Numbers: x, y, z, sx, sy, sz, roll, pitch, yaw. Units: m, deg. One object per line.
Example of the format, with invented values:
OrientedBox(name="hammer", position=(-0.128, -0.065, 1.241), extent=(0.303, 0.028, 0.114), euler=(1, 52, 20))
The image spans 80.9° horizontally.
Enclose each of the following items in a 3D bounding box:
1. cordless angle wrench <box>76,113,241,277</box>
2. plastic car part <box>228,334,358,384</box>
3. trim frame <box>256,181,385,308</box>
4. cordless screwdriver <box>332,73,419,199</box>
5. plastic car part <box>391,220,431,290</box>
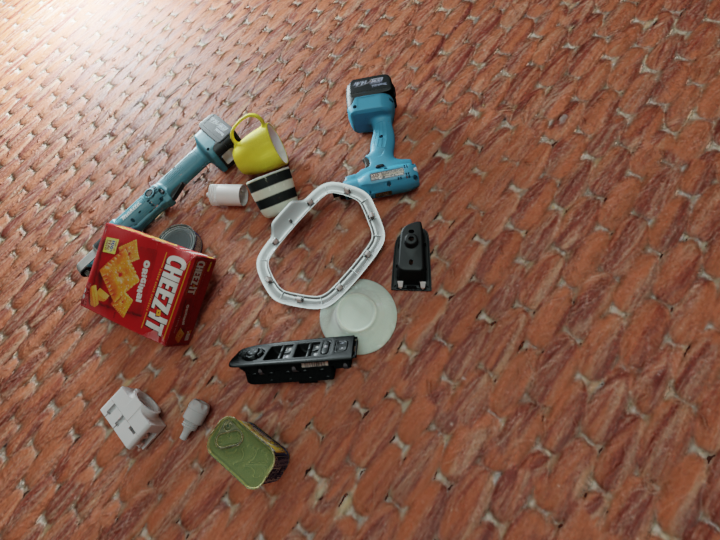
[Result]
OrientedBox(name="cordless angle wrench", position=(-0.421, -0.147, 0.877), extent=(0.422, 0.071, 0.102), euler=(-46, 65, -7))
OrientedBox(name="plastic car part", position=(-0.104, 0.145, 0.668), extent=(0.206, 0.065, 0.067), euler=(-3, 26, 9))
OrientedBox(name="trim frame", position=(-0.072, -0.047, 0.738), extent=(0.191, 0.026, 0.248), euler=(39, 86, 19))
OrientedBox(name="cordless screwdriver", position=(0.011, -0.251, 0.817), extent=(0.161, 0.071, 0.255), euler=(-11, 68, 8))
OrientedBox(name="plastic car part", position=(0.084, -0.031, 0.698), extent=(0.067, 0.068, 0.118), euler=(0, 69, 10))
